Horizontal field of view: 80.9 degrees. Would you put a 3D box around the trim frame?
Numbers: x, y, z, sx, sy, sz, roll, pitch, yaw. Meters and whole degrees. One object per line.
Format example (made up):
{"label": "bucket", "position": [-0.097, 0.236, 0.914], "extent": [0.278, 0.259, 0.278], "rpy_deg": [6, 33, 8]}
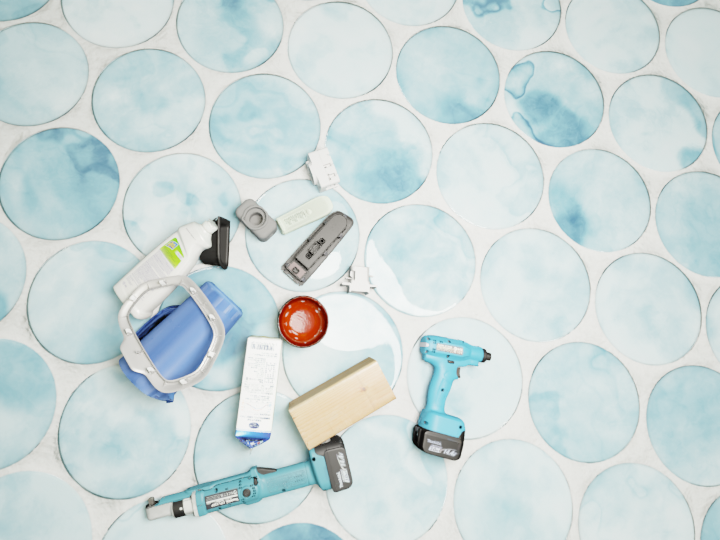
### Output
{"label": "trim frame", "position": [-0.372, 0.114, 0.822], "extent": [0.183, 0.027, 0.258], "rpy_deg": [-38, 68, -11]}

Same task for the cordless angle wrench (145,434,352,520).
{"label": "cordless angle wrench", "position": [-0.231, 0.446, 0.874], "extent": [0.421, 0.074, 0.099], "rpy_deg": [-13, 83, -4]}

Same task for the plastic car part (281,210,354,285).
{"label": "plastic car part", "position": [-0.095, -0.062, 0.974], "extent": [0.067, 0.066, 0.202], "rpy_deg": [40, 77, 7]}

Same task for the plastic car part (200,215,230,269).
{"label": "plastic car part", "position": [-0.338, -0.061, 0.959], "extent": [0.072, 0.064, 0.117], "rpy_deg": [2, 84, 9]}

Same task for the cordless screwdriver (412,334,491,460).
{"label": "cordless screwdriver", "position": [0.202, 0.277, 0.932], "extent": [0.158, 0.074, 0.251], "rpy_deg": [10, 76, -4]}
